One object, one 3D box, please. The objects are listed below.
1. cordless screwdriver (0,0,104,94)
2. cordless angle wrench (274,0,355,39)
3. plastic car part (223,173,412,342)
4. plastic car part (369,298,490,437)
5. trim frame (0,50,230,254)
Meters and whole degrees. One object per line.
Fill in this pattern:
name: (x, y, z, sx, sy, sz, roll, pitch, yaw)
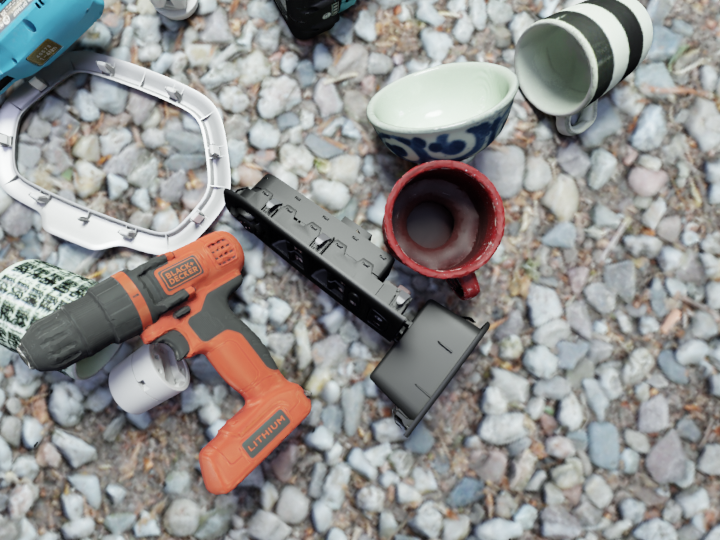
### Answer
cordless screwdriver: (-0.356, -0.291, 0.394, 0.161, 0.073, 0.252, -33, 83, 12)
cordless angle wrench: (0.107, -0.359, 0.390, 0.422, 0.074, 0.098, -28, 89, -1)
plastic car part: (-0.036, -0.024, 0.369, 0.209, 0.064, 0.067, 32, 76, 14)
plastic car part: (0.051, 0.076, 0.378, 0.073, 0.064, 0.116, 34, 86, 15)
trim frame: (-0.245, -0.114, 0.413, 0.249, 0.027, 0.184, 22, 89, 2)
